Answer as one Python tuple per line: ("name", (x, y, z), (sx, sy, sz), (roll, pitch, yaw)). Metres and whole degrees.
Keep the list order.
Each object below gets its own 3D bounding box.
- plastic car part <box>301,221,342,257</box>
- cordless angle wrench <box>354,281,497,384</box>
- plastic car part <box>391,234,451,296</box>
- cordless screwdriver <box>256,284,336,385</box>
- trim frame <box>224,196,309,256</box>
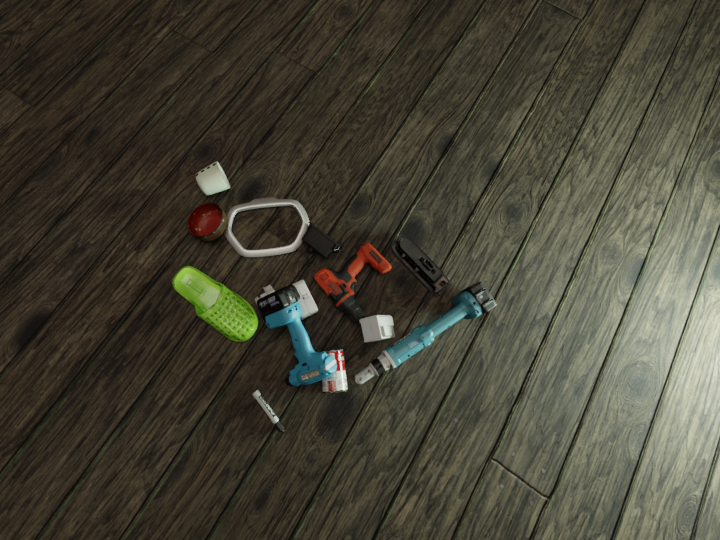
("plastic car part", (-0.118, -0.077, 1.205), (0.119, 0.065, 0.071), (34, 88, 9))
("cordless angle wrench", (0.162, 0.175, 1.120), (0.420, 0.097, 0.075), (-33, 83, -8))
("plastic car part", (0.170, -0.021, 1.197), (0.066, 0.065, 0.208), (-42, 77, -7))
("cordless screwdriver", (-0.179, 0.172, 1.070), (0.163, 0.072, 0.251), (-31, 85, 32))
("trim frame", (-0.272, -0.130, 1.228), (0.247, 0.027, 0.188), (-8, 74, -3))
